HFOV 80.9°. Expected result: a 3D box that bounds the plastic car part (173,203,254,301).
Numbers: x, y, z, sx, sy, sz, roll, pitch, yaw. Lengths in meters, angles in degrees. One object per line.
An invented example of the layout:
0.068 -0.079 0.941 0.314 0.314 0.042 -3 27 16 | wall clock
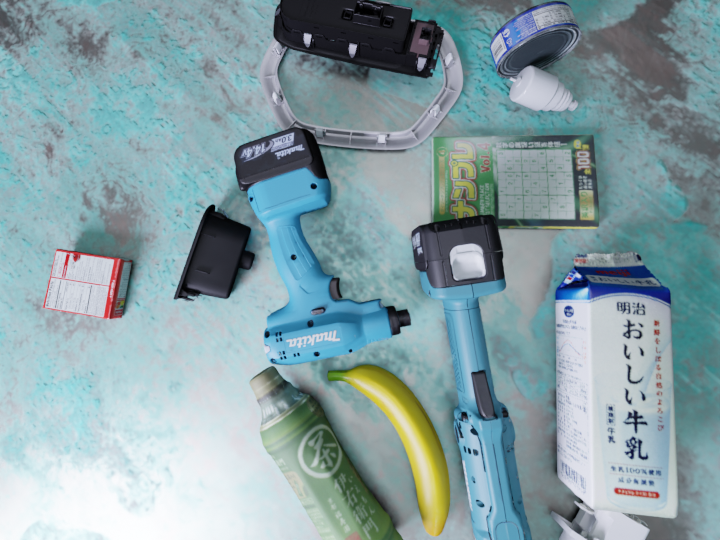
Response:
-0.161 -0.013 0.490 0.070 0.067 0.117 21 82 -10 | plastic car part

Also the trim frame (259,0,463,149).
-0.003 -0.239 0.514 0.252 0.027 0.185 8 83 9 | trim frame

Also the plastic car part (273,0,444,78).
-0.009 -0.276 0.482 0.207 0.066 0.066 15 92 10 | plastic car part

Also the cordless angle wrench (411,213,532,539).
0.124 0.159 0.423 0.075 0.097 0.425 -9 86 2 | cordless angle wrench

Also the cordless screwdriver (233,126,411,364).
-0.046 -0.030 0.470 0.160 0.073 0.250 -13 86 3 | cordless screwdriver
